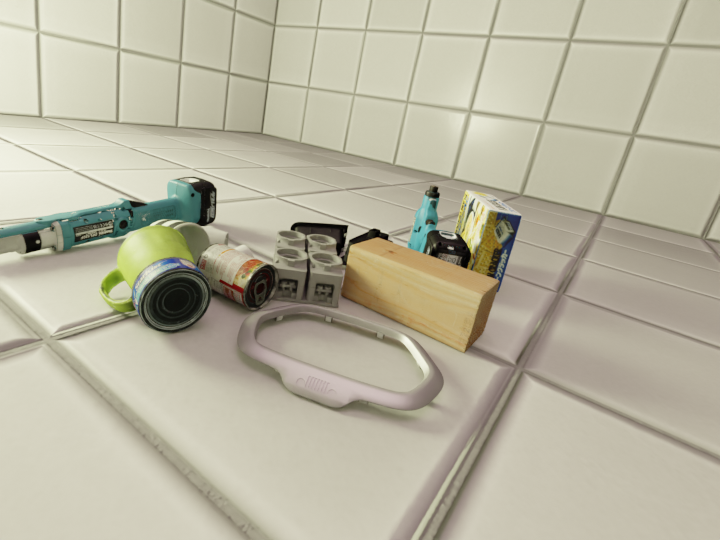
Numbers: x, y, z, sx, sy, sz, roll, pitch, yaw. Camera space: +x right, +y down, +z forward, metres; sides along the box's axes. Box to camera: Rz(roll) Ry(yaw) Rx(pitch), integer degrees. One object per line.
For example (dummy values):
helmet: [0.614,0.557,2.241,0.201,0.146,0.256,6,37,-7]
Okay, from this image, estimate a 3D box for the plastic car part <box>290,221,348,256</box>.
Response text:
plastic car part: [-0.083,-0.054,0.845,0.115,0.064,0.073,3,34,-9]

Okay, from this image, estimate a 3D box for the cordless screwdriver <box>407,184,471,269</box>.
cordless screwdriver: [0.151,-0.074,0.855,0.074,0.157,0.254,9,21,-6]

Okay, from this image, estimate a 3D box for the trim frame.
trim frame: [-0.026,0.095,0.505,0.255,0.027,0.182,16,20,12]

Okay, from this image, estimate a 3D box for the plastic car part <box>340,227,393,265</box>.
plastic car part: [0.019,-0.049,0.870,0.069,0.066,0.198,24,26,16]

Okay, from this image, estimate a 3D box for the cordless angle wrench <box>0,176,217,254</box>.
cordless angle wrench: [-0.430,-0.090,0.740,0.077,0.096,0.412,19,26,22]
